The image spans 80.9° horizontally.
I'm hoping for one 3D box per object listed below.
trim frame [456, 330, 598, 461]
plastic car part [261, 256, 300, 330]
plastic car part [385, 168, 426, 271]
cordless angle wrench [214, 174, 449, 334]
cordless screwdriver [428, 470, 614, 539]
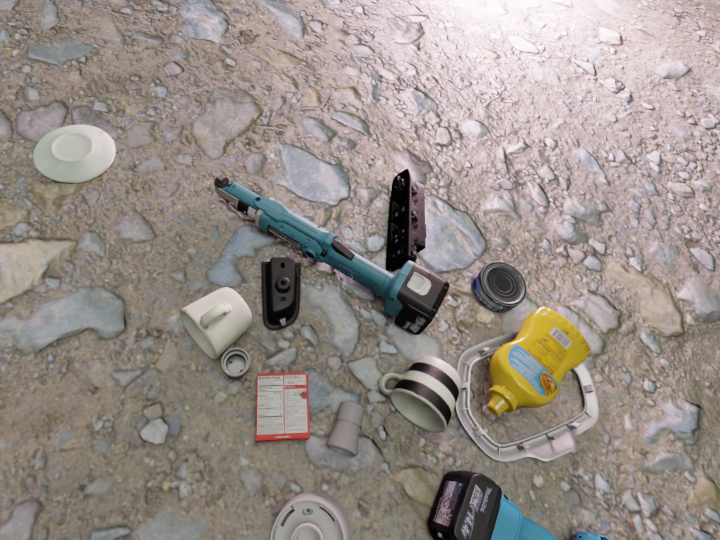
[{"bbox_3d":[0.260,0.190,0.659,0.243,0.027,0.190,-12,67,-18],"label":"trim frame"},{"bbox_3d":[-0.121,0.026,0.654,0.065,0.070,0.120,1,61,-11],"label":"plastic car part"},{"bbox_3d":[0.087,-0.094,0.756,0.065,0.067,0.208,10,61,-18],"label":"plastic car part"},{"bbox_3d":[-0.068,-0.045,0.696,0.432,0.096,0.074,30,62,11],"label":"cordless angle wrench"},{"bbox_3d":[0.210,0.375,0.530,0.249,0.074,0.160,28,62,0],"label":"cordless screwdriver"}]
